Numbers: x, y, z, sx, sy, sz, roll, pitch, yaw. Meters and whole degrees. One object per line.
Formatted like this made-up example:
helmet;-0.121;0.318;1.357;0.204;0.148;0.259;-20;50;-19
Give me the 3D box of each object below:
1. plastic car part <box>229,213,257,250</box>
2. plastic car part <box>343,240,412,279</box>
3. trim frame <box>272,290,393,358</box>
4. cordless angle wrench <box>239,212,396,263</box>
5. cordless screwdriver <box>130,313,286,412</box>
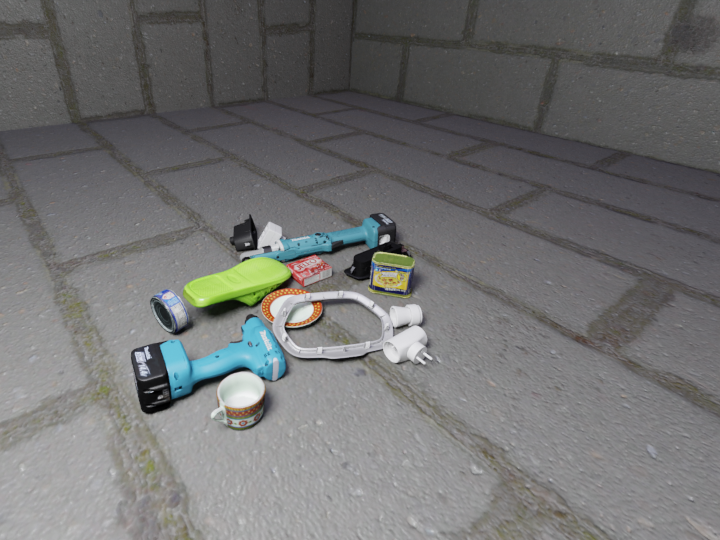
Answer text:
plastic car part;-0.323;-0.094;1.159;0.071;0.063;0.121;-14;36;0
plastic car part;0.048;-0.031;1.072;0.197;0.065;0.070;-26;48;-33
trim frame;-0.053;0.105;0.849;0.242;0.027;0.193;-2;40;-18
cordless angle wrench;-0.110;-0.072;1.121;0.413;0.072;0.103;-13;34;-18
cordless screwdriver;-0.271;0.148;0.753;0.241;0.073;0.168;-9;33;-25
